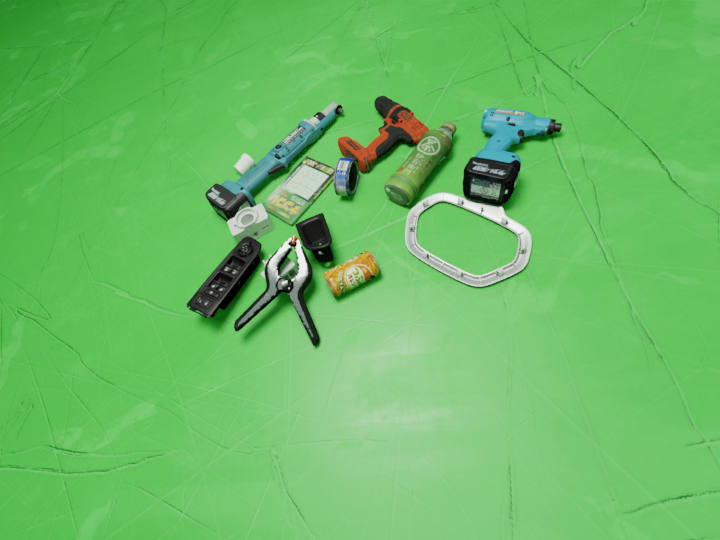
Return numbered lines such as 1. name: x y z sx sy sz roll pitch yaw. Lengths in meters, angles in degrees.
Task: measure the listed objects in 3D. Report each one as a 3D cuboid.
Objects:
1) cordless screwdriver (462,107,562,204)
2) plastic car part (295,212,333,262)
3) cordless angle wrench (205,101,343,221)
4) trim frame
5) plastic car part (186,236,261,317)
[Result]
1. cordless screwdriver: 0.311 -0.244 0.870 0.166 0.071 0.249 14 57 22
2. plastic car part: -0.086 -0.056 0.880 0.066 0.067 0.122 -24 42 0
3. cordless angle wrench: -0.196 -0.287 1.052 0.103 0.071 0.420 34 72 28
4. trim frame: 0.204 -0.071 0.832 0.262 0.026 0.183 32 72 31
5. plastic car part: -0.271 0.017 0.891 0.069 0.064 0.203 14 61 29
